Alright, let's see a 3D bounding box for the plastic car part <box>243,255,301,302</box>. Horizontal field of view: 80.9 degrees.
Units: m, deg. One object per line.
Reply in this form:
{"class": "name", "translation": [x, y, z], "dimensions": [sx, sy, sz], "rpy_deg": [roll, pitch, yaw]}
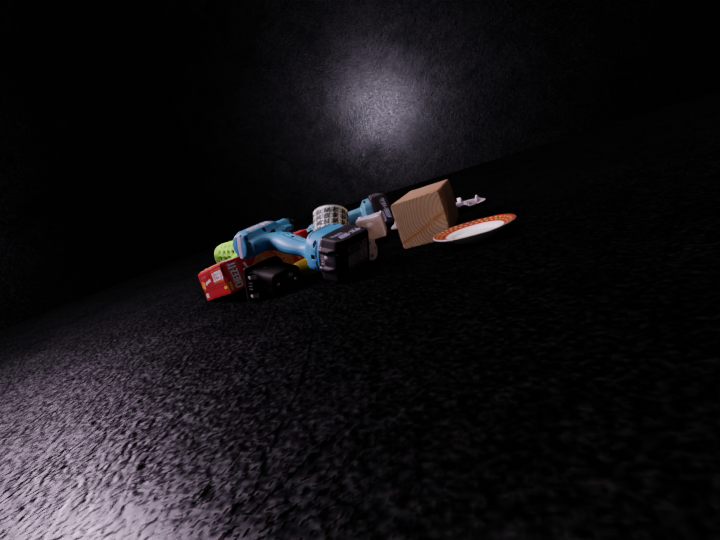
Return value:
{"class": "plastic car part", "translation": [-0.154, 0.012, 0.792], "dimensions": [0.074, 0.064, 0.113], "rpy_deg": [8, 23, 32]}

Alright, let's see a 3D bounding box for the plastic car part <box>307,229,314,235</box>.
{"class": "plastic car part", "translation": [-0.104, -0.068, 1.066], "dimensions": [0.068, 0.067, 0.197], "rpy_deg": [-33, -1, 35]}

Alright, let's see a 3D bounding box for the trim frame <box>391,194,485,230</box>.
{"class": "trim frame", "translation": [0.190, -0.146, 1.062], "dimensions": [0.245, 0.027, 0.190], "rpy_deg": [-19, 12, -13]}

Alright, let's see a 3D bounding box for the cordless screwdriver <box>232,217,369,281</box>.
{"class": "cordless screwdriver", "translation": [-0.098, -0.055, 0.785], "dimensions": [0.261, 0.072, 0.155], "rpy_deg": [10, 27, 32]}

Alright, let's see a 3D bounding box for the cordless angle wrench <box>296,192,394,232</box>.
{"class": "cordless angle wrench", "translation": [-0.118, -0.100, 1.182], "dimensions": [0.426, 0.097, 0.074], "rpy_deg": [-21, 5, 6]}
